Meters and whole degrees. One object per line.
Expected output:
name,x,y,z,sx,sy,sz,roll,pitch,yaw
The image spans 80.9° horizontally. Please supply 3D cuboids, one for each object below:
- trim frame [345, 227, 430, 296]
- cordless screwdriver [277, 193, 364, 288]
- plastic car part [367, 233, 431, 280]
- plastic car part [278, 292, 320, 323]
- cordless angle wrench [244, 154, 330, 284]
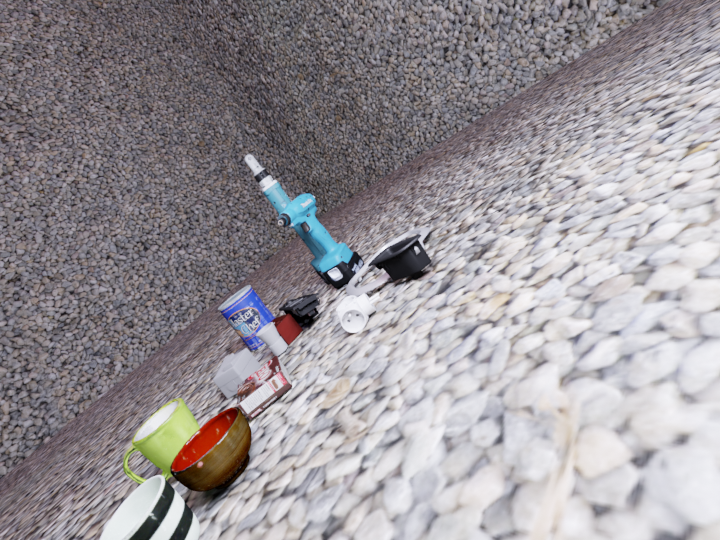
trim frame,0.061,-0.020,0.939,0.245,0.027,0.190,-45,15,-33
cordless screwdriver,-0.102,-0.067,1.046,0.076,0.245,0.158,-32,9,31
plastic car part,0.081,-0.015,0.772,0.065,0.070,0.120,-42,12,-30
plastic car part,-0.139,0.091,0.984,0.065,0.066,0.209,-40,12,-20
cordless angle wrench,-0.192,-0.150,1.192,0.074,0.417,0.100,-37,7,-8
